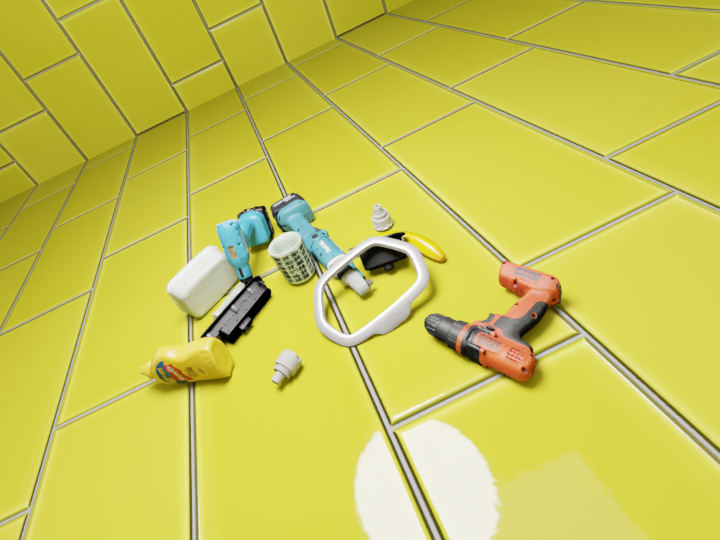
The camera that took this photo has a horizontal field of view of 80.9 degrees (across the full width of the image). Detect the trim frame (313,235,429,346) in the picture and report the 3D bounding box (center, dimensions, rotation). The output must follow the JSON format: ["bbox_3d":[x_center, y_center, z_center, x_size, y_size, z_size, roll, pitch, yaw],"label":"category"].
[{"bbox_3d":[0.015,0.037,0.827,0.248,0.026,0.194,-40,57,-1],"label":"trim frame"}]

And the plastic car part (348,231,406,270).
[{"bbox_3d":[0.045,-0.033,0.895,0.120,0.072,0.063,-17,-9,24],"label":"plastic car part"}]

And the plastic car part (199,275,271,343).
[{"bbox_3d":[-0.263,0.094,0.932,0.070,0.063,0.203,13,52,25],"label":"plastic car part"}]

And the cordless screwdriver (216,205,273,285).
[{"bbox_3d":[-0.280,-0.071,1.065,0.075,0.155,0.252,-15,17,7],"label":"cordless screwdriver"}]

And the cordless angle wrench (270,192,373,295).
[{"bbox_3d":[-0.099,-0.065,1.014,0.097,0.071,0.447,-34,42,-10],"label":"cordless angle wrench"}]
